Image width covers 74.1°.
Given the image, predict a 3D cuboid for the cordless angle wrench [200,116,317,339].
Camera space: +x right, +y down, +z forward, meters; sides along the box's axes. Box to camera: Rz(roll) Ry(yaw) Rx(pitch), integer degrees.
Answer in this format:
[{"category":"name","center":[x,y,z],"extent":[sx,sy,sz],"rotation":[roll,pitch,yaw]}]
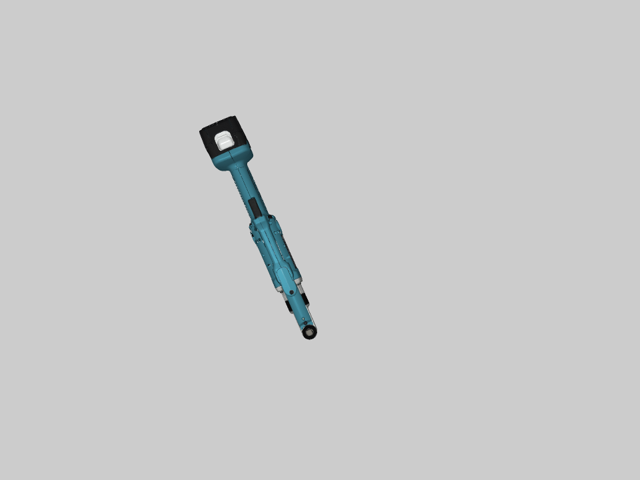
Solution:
[{"category":"cordless angle wrench","center":[-0.100,-0.016,0.778],"extent":[0.074,0.422,0.098],"rotation":[-24,-4,-2]}]
